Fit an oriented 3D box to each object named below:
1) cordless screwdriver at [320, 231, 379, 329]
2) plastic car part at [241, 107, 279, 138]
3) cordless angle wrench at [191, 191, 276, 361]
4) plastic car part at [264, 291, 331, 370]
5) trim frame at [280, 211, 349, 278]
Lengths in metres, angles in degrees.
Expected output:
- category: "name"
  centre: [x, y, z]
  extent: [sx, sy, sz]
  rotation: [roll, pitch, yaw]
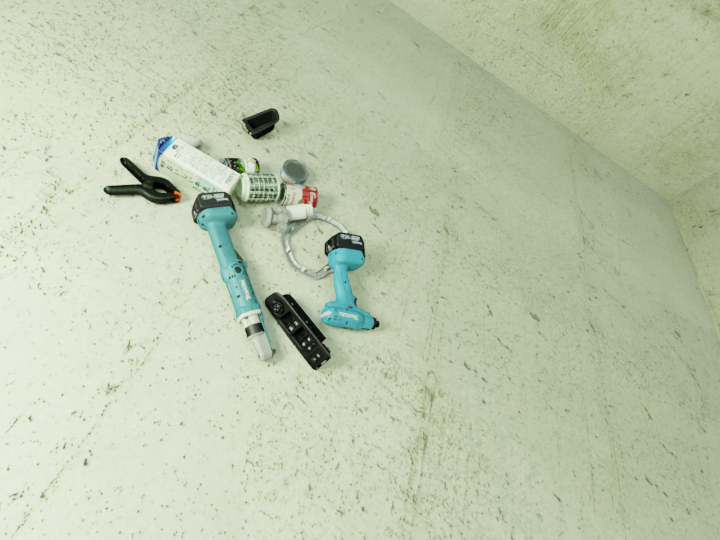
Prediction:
- category: "cordless screwdriver"
  centre: [-0.022, 0.031, 1.103]
  extent: [0.152, 0.076, 0.254]
  rotation: [13, 62, -26]
- category: "plastic car part"
  centre: [-0.304, -0.448, 1.313]
  extent: [0.114, 0.071, 0.067]
  rotation: [-33, 80, -26]
- category: "cordless angle wrench"
  centre: [-0.291, 0.009, 0.984]
  extent: [0.094, 0.075, 0.437]
  rotation: [-10, 65, -36]
- category: "plastic car part"
  centre: [-0.140, 0.127, 0.986]
  extent: [0.206, 0.067, 0.065]
  rotation: [47, 37, 8]
- category: "trim frame"
  centre: [-0.115, -0.075, 1.177]
  extent: [0.186, 0.028, 0.244]
  rotation: [44, 45, 4]
